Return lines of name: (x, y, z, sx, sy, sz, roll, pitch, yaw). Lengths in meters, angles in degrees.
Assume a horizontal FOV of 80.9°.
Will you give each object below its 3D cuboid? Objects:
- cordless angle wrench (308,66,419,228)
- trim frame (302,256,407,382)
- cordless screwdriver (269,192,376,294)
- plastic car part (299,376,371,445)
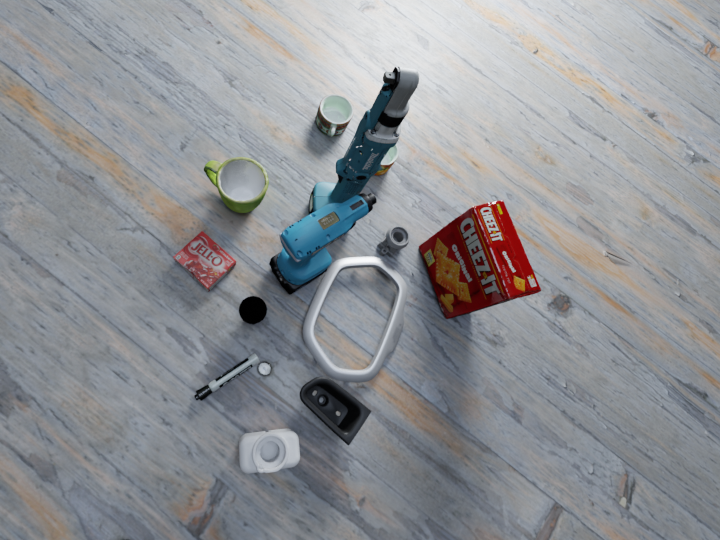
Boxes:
cordless angle wrench: (-0.002, -0.171, 0.677, 0.096, 0.425, 0.076, 5, 74, -16)
trim frame: (-0.004, 0.086, 0.802, 0.183, 0.027, 0.250, 24, 69, -3)
cordless screwdriver: (-0.070, -0.046, 0.714, 0.157, 0.250, 0.075, -33, 86, -21)
plastic car part: (-0.053, 0.228, 0.720, 0.117, 0.071, 0.065, 40, 68, 1)
